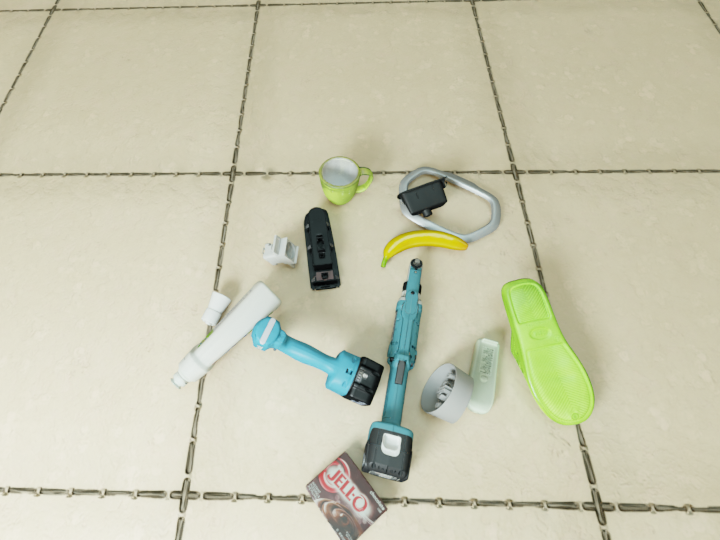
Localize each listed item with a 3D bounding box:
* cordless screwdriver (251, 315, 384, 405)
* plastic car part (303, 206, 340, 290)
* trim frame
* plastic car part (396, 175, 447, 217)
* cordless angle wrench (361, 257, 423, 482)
[{"bbox_3d":[-0.091,0.167,0.796,0.248,0.159,0.075,27,68,-3],"label":"cordless screwdriver"},{"bbox_3d":[-0.092,-0.060,0.943,0.067,0.064,0.210,-11,60,2],"label":"plastic car part"},{"bbox_3d":[0.207,-0.160,1.001,0.257,0.027,0.184,27,68,17],"label":"trim frame"},{"bbox_3d":[0.148,-0.158,0.963,0.116,0.065,0.072,-23,80,-7],"label":"plastic car part"},{"bbox_3d":[0.080,0.161,0.809,0.075,0.095,0.429,11,59,4],"label":"cordless angle wrench"}]
